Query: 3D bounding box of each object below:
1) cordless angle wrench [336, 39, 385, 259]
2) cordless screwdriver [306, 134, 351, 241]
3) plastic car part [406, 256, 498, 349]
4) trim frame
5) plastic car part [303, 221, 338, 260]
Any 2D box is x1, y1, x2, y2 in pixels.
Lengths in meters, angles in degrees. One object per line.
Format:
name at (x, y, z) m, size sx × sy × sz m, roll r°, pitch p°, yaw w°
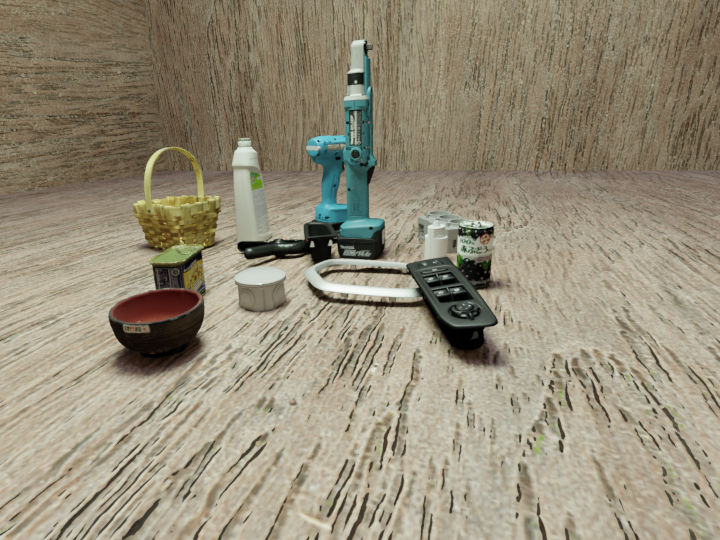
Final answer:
cordless angle wrench at (-0.002, -0.235, 0.854) m, size 0.101 × 0.415 × 0.073 m, roll 4°, pitch 16°, yaw 16°
cordless screwdriver at (-0.050, -0.200, 1.024) m, size 0.153 × 0.244 × 0.078 m, roll -15°, pitch 21°, yaw -38°
plastic car part at (0.115, 0.042, 0.566) m, size 0.066 × 0.066 × 0.208 m, roll -3°, pitch 18°, yaw -6°
trim frame at (0.025, 0.012, 0.728) m, size 0.254 × 0.027 × 0.184 m, roll 1°, pitch 19°, yaw 11°
plastic car part at (-0.086, -0.056, 0.876) m, size 0.065 × 0.069 × 0.120 m, roll -4°, pitch 18°, yaw -9°
